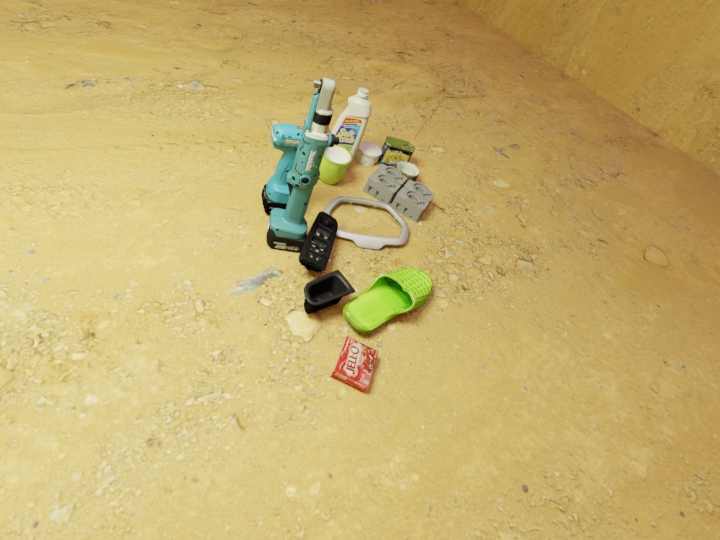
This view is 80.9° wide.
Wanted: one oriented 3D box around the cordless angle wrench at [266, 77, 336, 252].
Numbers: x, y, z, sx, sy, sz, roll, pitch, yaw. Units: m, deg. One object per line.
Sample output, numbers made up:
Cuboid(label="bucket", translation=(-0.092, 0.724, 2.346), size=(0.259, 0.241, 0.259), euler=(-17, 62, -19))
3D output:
Cuboid(label="cordless angle wrench", translation=(-0.120, -0.206, 0.900), size=(0.095, 0.419, 0.077), euler=(10, 47, -16))

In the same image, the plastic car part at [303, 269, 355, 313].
Cuboid(label="plastic car part", translation=(-0.081, 0.057, 0.912), size=(0.113, 0.070, 0.069), euler=(-22, 61, -35))

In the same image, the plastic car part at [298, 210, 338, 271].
Cuboid(label="plastic car part", translation=(-0.100, -0.065, 1.023), size=(0.066, 0.066, 0.206), euler=(19, 45, -5))

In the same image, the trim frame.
Cuboid(label="trim frame", translation=(0.015, -0.133, 1.154), size=(0.243, 0.027, 0.191), euler=(7, 47, -13))

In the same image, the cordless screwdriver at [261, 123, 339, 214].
Cuboid(label="cordless screwdriver", translation=(-0.156, -0.245, 1.045), size=(0.154, 0.246, 0.077), euler=(2, 50, -21))
